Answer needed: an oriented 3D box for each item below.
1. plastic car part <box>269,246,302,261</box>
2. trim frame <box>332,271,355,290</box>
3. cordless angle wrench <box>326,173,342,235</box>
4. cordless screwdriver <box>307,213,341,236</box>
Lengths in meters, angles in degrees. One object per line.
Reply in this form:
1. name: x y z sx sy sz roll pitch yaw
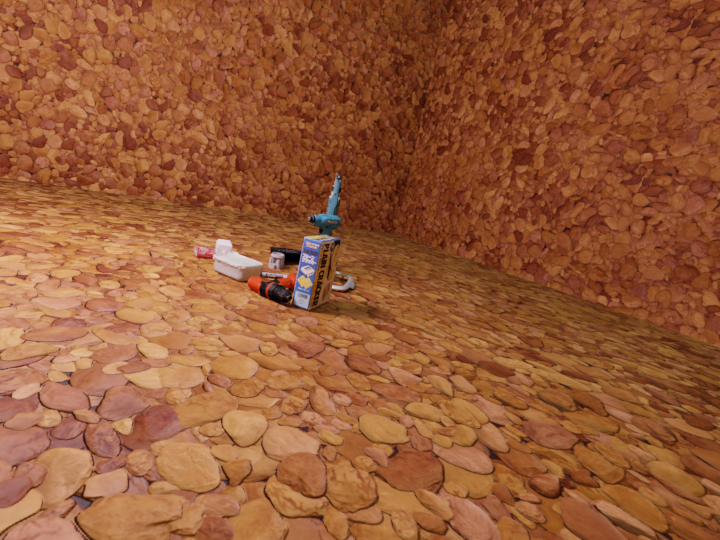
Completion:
1. plastic car part: -0.313 -0.065 1.847 0.070 0.066 0.194 18 13 32
2. trim frame: -0.110 0.037 1.645 0.187 0.027 0.246 13 11 7
3. cordless angle wrench: -0.135 -0.220 1.884 0.074 0.420 0.098 12 9 -1
4. cordless screwdriver: -0.172 -0.112 1.758 0.151 0.247 0.079 3 13 -44
